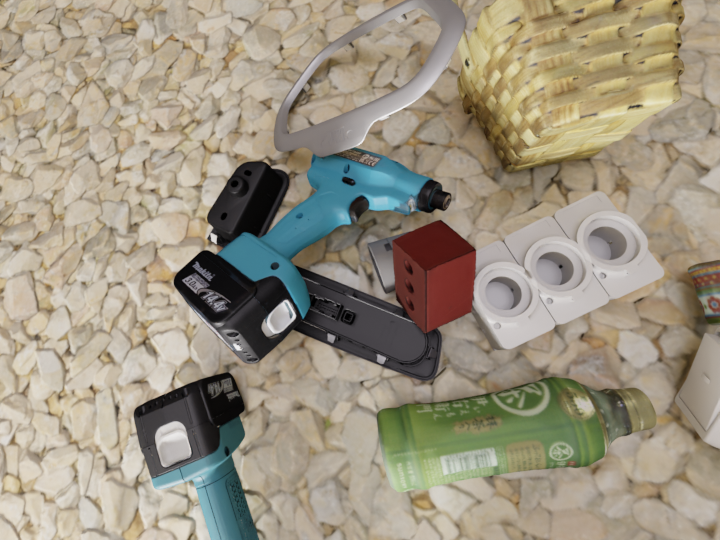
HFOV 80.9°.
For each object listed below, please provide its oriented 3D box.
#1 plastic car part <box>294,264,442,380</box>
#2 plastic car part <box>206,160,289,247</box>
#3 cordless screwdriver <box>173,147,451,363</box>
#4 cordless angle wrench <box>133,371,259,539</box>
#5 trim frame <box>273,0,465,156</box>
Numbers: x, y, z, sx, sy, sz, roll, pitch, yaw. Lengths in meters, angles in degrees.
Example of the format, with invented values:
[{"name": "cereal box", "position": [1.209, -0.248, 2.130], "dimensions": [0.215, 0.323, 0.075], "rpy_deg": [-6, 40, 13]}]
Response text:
[{"name": "plastic car part", "position": [-0.014, 0.046, 0.431], "dimensions": [0.208, 0.065, 0.066], "rpy_deg": [22, 73, 13]}, {"name": "plastic car part", "position": [-0.134, -0.079, 0.481], "dimensions": [0.068, 0.069, 0.116], "rpy_deg": [25, 85, 12]}, {"name": "cordless screwdriver", "position": [-0.039, -0.026, 0.402], "dimensions": [0.168, 0.071, 0.247], "rpy_deg": [25, 62, 32]}, {"name": "cordless angle wrench", "position": [-0.090, 0.308, 0.368], "dimensions": [0.075, 0.095, 0.432], "rpy_deg": [-24, 76, 2]}, {"name": "trim frame", "position": [-0.006, -0.205, 0.453], "dimensions": [0.260, 0.026, 0.186], "rpy_deg": [-5, 60, 39]}]
